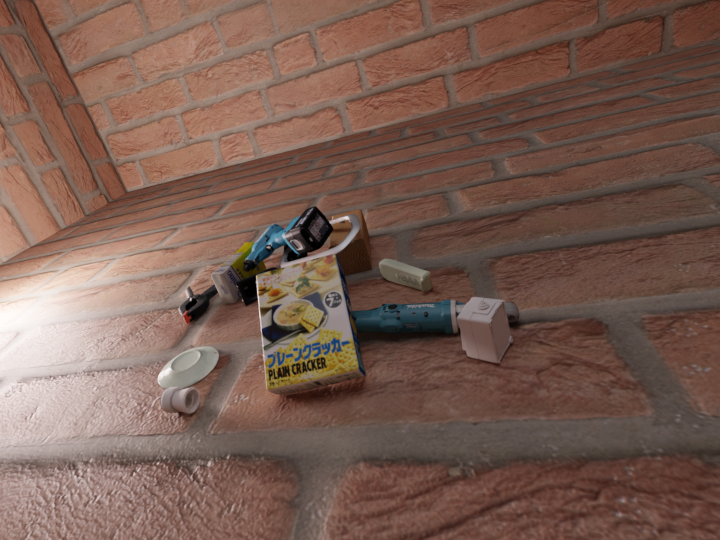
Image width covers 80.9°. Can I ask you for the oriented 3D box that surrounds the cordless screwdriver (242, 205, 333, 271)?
[{"bbox_3d":[-0.193,-0.068,1.056,0.259,0.071,0.159,-10,38,47],"label":"cordless screwdriver"}]

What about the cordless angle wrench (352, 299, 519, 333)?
[{"bbox_3d":[0.063,0.088,0.785,0.435,0.072,0.098,-5,29,20],"label":"cordless angle wrench"}]

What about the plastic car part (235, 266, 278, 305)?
[{"bbox_3d":[-0.267,0.035,1.098,0.114,0.065,0.074,-27,13,-27],"label":"plastic car part"}]

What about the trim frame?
[{"bbox_3d":[-0.102,-0.067,1.042,0.258,0.026,0.185,-14,35,34],"label":"trim frame"}]

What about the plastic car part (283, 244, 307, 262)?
[{"bbox_3d":[-0.169,-0.024,1.130,0.067,0.064,0.210,-19,30,4],"label":"plastic car part"}]
